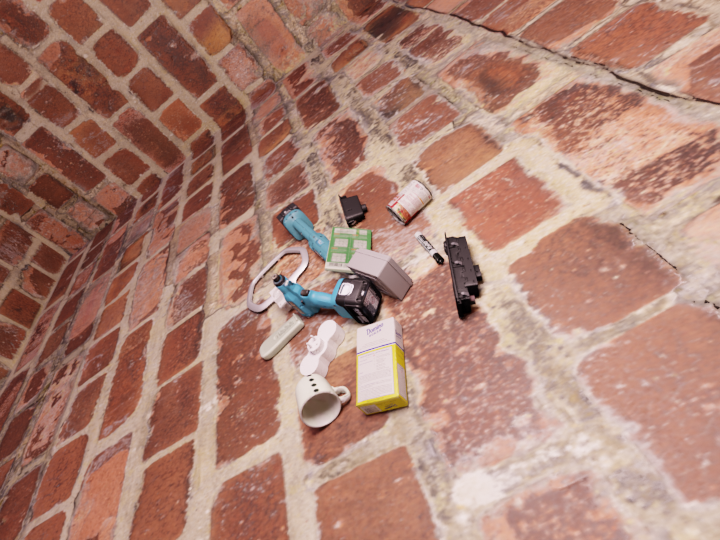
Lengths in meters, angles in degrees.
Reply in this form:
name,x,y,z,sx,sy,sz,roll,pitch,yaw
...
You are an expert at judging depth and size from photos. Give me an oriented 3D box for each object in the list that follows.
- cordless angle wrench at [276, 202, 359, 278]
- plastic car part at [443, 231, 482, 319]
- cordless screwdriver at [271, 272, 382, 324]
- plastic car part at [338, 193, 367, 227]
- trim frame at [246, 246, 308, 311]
name,x,y,z,sx,sy,sz,roll,pitch,yaw
cordless angle wrench,-0.117,-0.077,1.199,0.074,0.093,0.447,-43,40,-5
plastic car part,0.205,-0.005,0.858,0.068,0.063,0.210,-19,43,15
cordless screwdriver,-0.086,0.056,0.991,0.260,0.151,0.075,-2,52,39
plastic car part,-0.017,-0.176,1.228,0.071,0.063,0.122,-23,43,4
trim frame,-0.252,0.023,1.276,0.248,0.026,0.194,-45,37,-3
